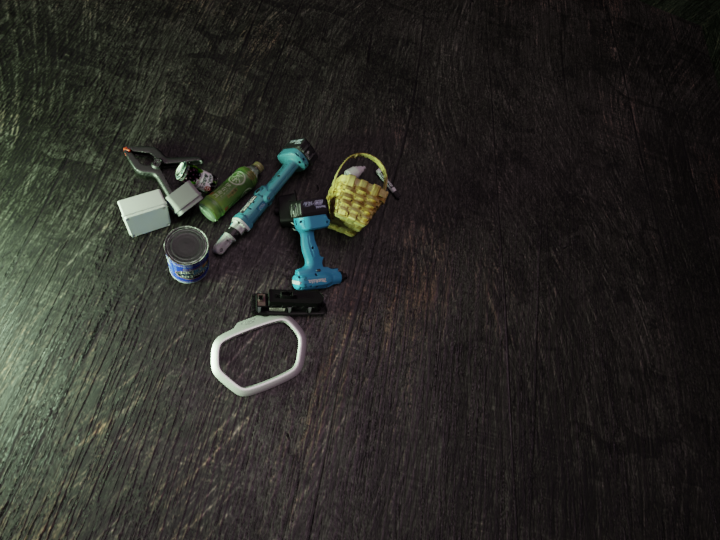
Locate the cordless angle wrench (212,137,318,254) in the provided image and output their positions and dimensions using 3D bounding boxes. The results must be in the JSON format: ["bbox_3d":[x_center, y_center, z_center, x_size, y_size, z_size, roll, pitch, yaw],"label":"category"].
[{"bbox_3d":[-0.276,-0.210,1.205,0.422,0.103,0.070,-56,130,-21],"label":"cordless angle wrench"}]

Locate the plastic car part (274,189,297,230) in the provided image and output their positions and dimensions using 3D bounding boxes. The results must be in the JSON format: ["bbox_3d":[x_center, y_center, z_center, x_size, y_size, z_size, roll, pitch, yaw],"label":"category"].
[{"bbox_3d":[-0.213,-0.171,1.227,0.070,0.064,0.120,-10,66,-5],"label":"plastic car part"}]

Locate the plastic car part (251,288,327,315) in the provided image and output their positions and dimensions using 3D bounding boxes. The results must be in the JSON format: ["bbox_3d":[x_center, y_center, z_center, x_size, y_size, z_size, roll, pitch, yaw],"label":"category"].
[{"bbox_3d":[-0.182,0.079,1.118,0.197,0.066,0.069,6,42,-17],"label":"plastic car part"}]

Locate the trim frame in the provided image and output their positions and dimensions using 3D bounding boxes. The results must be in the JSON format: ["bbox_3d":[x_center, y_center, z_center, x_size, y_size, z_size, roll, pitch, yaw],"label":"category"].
[{"bbox_3d":[-0.252,0.205,1.067,0.243,0.027,0.189,-20,74,-19],"label":"trim frame"}]

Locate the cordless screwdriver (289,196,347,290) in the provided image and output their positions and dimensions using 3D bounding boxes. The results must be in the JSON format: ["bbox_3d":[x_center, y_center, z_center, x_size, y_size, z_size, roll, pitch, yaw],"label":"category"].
[{"bbox_3d":[-0.114,-0.074,1.161,0.153,0.077,0.248,-5,92,-29],"label":"cordless screwdriver"}]
